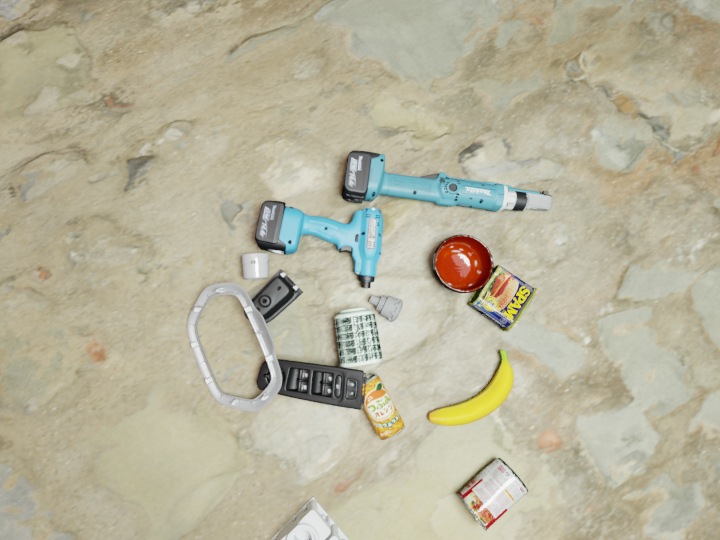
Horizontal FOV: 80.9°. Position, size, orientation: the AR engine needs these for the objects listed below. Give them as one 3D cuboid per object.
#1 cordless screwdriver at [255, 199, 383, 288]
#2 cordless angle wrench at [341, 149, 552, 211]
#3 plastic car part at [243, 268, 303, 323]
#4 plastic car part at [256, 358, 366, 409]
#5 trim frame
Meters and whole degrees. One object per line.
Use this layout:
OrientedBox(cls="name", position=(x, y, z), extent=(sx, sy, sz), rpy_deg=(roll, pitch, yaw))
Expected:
OrientedBox(cls="cordless screwdriver", position=(-0.082, -0.053, 0.835), extent=(0.248, 0.074, 0.161), rpy_deg=(5, 80, -3))
OrientedBox(cls="cordless angle wrench", position=(0.177, -0.162, 0.855), extent=(0.423, 0.074, 0.099), rpy_deg=(8, 81, 0))
OrientedBox(cls="plastic car part", position=(-0.175, 0.056, 0.815), extent=(0.067, 0.070, 0.116), rpy_deg=(45, 79, 5))
OrientedBox(cls="plastic car part", position=(-0.090, 0.200, 0.779), extent=(0.207, 0.066, 0.066), rpy_deg=(4, 90, 11))
OrientedBox(cls="trim frame", position=(-0.240, 0.143, 0.789), extent=(0.187, 0.026, 0.253), rpy_deg=(-28, 78, 19))
